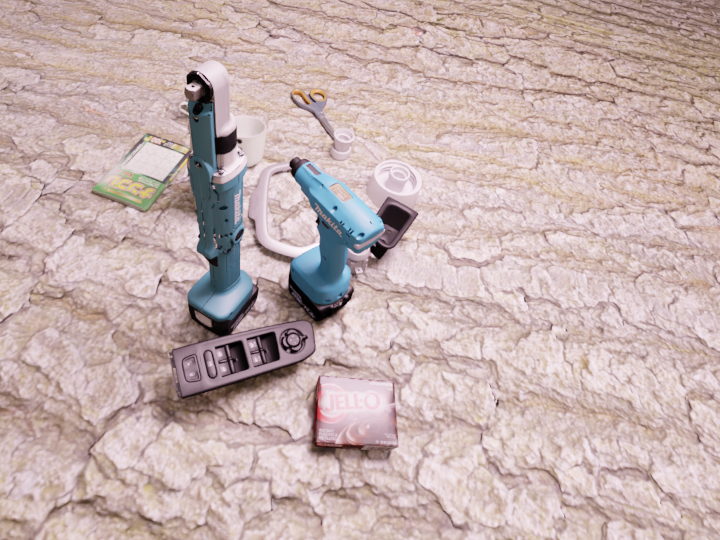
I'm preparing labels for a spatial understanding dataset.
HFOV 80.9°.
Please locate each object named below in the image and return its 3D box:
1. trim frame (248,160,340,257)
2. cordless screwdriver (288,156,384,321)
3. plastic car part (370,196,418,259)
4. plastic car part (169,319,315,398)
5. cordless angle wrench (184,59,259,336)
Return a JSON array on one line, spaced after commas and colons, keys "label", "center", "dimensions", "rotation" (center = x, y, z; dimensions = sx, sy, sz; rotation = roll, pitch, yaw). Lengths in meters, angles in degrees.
[{"label": "trim frame", "center": [-0.119, -0.123, 0.808], "dimensions": [0.181, 0.027, 0.257], "rotation": [1, 55, -10]}, {"label": "cordless screwdriver", "center": [-0.061, -0.040, 0.624], "dimensions": [0.073, 0.245, 0.165], "rotation": [-30, 68, -30]}, {"label": "plastic car part", "center": [0.047, -0.068, 0.772], "dimensions": [0.067, 0.070, 0.116], "rotation": [30, 55, 8]}, {"label": "plastic car part", "center": [-0.159, 0.125, 0.599], "dimensions": [0.198, 0.066, 0.069], "rotation": [-14, 60, -20]}, {"label": "cordless angle wrench", "center": [-0.169, -0.052, 0.507], "dimensions": [0.075, 0.417, 0.098], "rotation": [30, 54, 5]}]
